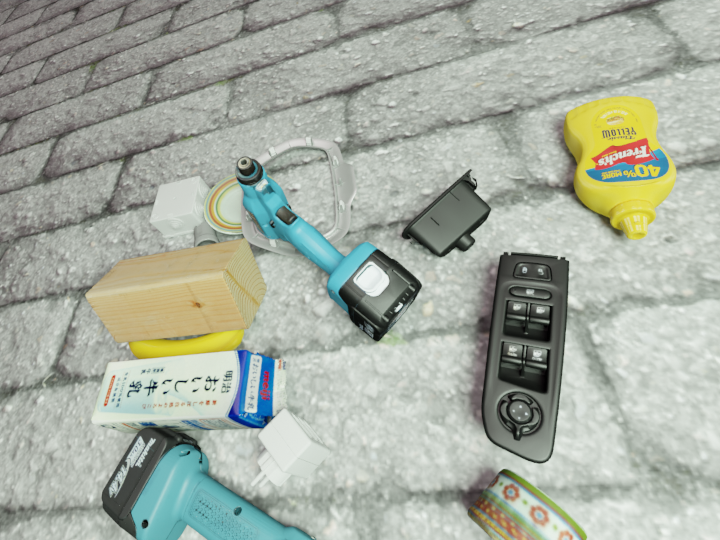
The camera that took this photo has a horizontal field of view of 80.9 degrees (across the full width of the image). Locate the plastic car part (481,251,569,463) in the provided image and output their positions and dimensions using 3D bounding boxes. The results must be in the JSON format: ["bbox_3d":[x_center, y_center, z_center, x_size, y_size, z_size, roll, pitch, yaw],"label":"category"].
[{"bbox_3d":[0.161,0.081,0.421,0.068,0.064,0.205,9,59,16],"label":"plastic car part"}]

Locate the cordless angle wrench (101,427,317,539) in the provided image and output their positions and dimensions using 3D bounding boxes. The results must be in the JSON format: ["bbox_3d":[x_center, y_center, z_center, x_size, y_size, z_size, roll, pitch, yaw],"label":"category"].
[{"bbox_3d":[-0.061,0.277,0.385,0.442,0.071,0.098,16,66,26],"label":"cordless angle wrench"}]

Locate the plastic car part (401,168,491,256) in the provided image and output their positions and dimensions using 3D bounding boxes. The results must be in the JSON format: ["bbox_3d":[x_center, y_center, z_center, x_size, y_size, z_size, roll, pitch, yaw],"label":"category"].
[{"bbox_3d":[0.118,-0.059,0.537,0.116,0.063,0.074,-44,70,-6],"label":"plastic car part"}]

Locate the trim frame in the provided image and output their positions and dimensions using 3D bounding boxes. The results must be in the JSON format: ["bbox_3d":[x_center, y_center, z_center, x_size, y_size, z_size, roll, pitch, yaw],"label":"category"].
[{"bbox_3d":[-0.099,-0.127,0.665,0.185,0.026,0.257,-9,55,3],"label":"trim frame"}]

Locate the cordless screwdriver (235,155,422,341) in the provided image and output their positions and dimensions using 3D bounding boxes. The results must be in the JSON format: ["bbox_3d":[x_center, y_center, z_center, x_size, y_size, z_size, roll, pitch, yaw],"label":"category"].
[{"bbox_3d":[-0.049,-0.032,0.500,0.259,0.154,0.074,39,76,21],"label":"cordless screwdriver"}]
